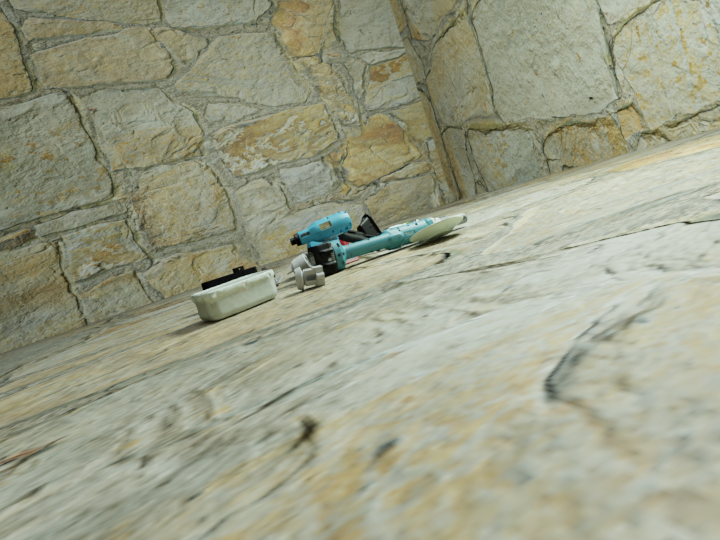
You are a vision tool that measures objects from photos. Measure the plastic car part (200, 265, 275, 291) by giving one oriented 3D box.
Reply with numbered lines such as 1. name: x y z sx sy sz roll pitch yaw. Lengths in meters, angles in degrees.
1. plastic car part: -0.327 0.028 1.100 0.200 0.066 0.068 -22 12 -14

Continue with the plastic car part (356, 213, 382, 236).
1. plastic car part: 0.025 -0.128 1.461 0.068 0.113 0.070 -15 28 50

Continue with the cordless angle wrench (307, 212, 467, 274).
1. cordless angle wrench: 0.081 -0.079 1.053 0.416 0.074 0.100 -17 3 -13

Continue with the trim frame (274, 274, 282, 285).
1. trim frame: -0.307 0.050 1.194 0.181 0.027 0.253 -18 5 -14

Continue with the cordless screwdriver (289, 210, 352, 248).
1. cordless screwdriver: -0.112 -0.073 1.142 0.157 0.076 0.246 -22 -12 -11
